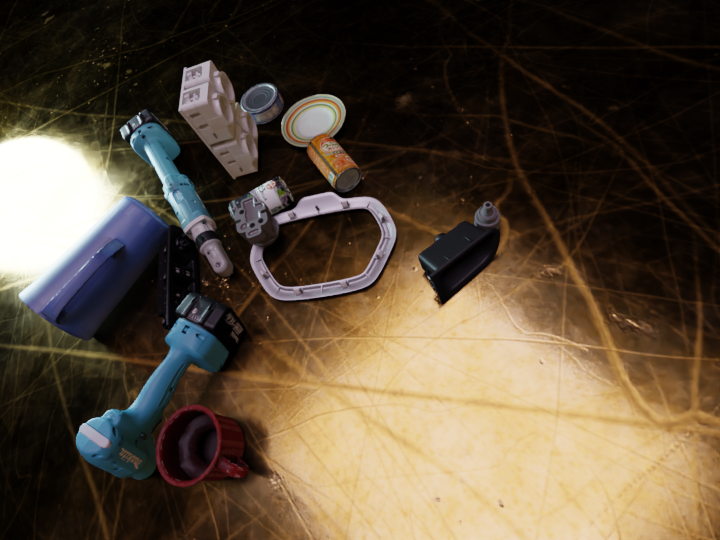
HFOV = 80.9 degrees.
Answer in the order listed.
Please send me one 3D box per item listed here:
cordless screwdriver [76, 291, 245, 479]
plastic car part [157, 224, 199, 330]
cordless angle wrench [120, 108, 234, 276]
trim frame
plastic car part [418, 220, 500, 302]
[{"bbox_3d":[-0.262,0.165,0.599,0.077,0.153,0.249,17,55,19],"label":"cordless screwdriver"},{"bbox_3d":[-0.314,0.018,0.724,0.068,0.062,0.210,-30,56,31],"label":"plastic car part"},{"bbox_3d":[-0.342,-0.150,0.801,0.074,0.093,0.443,-38,62,0],"label":"cordless angle wrench"},{"bbox_3d":[-0.067,-0.044,0.686,0.254,0.026,0.189,-10,60,16],"label":"trim frame"},{"bbox_3d":[0.129,-0.024,0.594,0.116,0.062,0.075,-41,46,-9],"label":"plastic car part"}]
